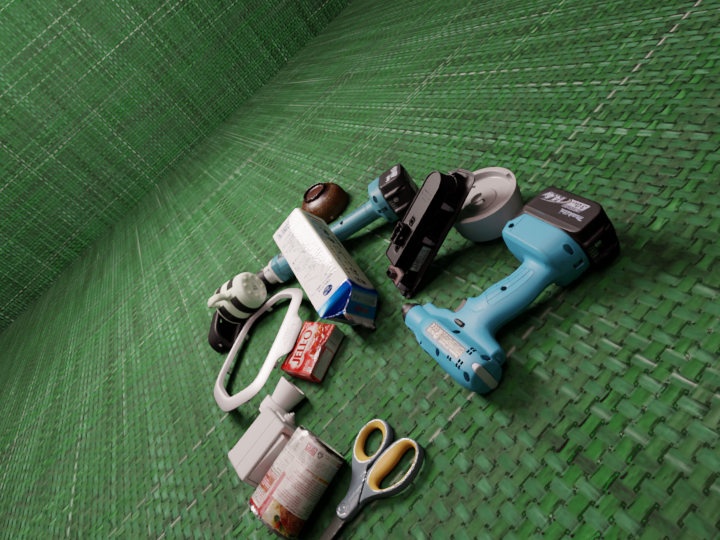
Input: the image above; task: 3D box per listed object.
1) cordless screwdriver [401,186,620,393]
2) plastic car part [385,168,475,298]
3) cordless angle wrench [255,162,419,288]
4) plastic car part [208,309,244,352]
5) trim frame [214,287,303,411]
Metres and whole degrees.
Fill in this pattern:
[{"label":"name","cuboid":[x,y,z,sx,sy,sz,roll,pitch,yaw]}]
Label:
[{"label":"cordless screwdriver","cuboid":[0.167,0.011,0.515,0.249,0.070,0.167,-47,34,0]},{"label":"plastic car part","cuboid":[0.087,-0.062,0.609,0.202,0.065,0.069,-59,21,22]},{"label":"cordless angle wrench","cuboid":[-0.081,-0.053,0.825,0.430,0.072,0.099,-31,21,22]},{"label":"plastic car part","cuboid":[-0.279,0.114,0.857,0.072,0.063,0.120,-38,34,33]},{"label":"trim frame","cuboid":[-0.174,0.129,0.736,0.189,0.026,0.251,-24,32,38]}]
